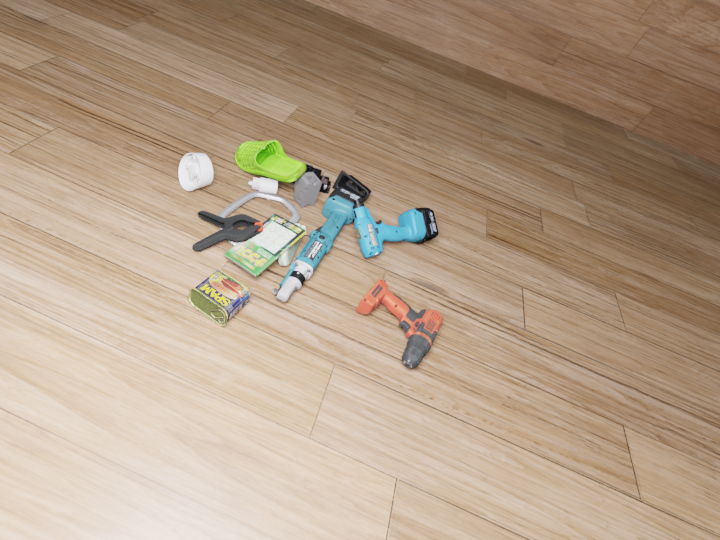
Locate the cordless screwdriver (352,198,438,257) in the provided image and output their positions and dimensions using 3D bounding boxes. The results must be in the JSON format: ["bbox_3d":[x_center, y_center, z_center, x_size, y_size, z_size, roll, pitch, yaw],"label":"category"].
[{"bbox_3d":[0.092,-0.134,1.182,0.240,0.076,0.160,-13,84,-29],"label":"cordless screwdriver"}]

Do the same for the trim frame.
[{"bbox_3d":[-0.267,-0.134,1.124,0.188,0.027,0.246,29,42,10],"label":"trim frame"}]

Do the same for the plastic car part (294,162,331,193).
[{"bbox_3d":[-0.186,-0.298,1.293,0.202,0.066,0.068,14,52,-4],"label":"plastic car part"}]

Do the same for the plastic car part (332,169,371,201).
[{"bbox_3d":[-0.016,-0.259,1.322,0.119,0.066,0.069,37,31,10],"label":"plastic car part"}]

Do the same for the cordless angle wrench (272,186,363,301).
[{"bbox_3d":[-0.107,-0.070,1.091,0.099,0.073,0.424,25,46,3],"label":"cordless angle wrench"}]
